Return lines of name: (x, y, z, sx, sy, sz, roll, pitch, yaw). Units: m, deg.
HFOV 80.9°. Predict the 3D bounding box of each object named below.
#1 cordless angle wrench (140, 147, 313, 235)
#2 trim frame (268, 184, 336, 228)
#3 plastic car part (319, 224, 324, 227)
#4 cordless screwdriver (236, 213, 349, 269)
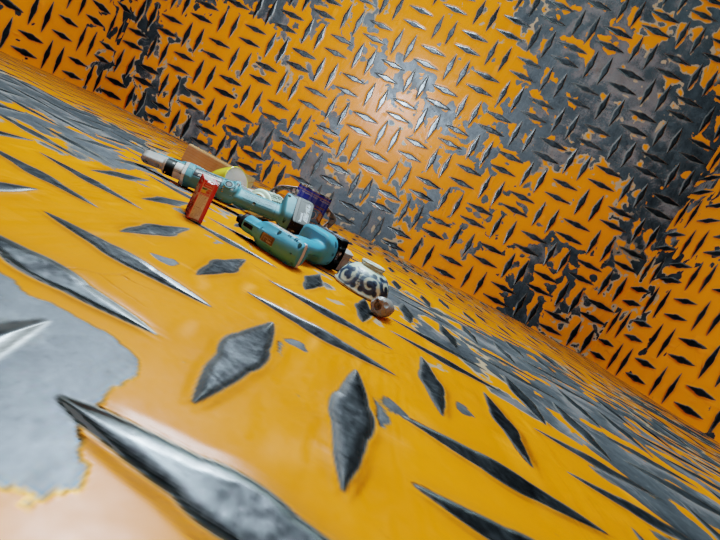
cordless angle wrench: (-0.324, -0.195, 1.032, 0.413, 0.100, 0.074, 21, -37, -12)
trim frame: (-0.184, -0.185, 1.311, 0.192, 0.028, 0.234, -4, -31, 31)
plastic car part: (-0.169, -0.127, 1.281, 0.111, 0.066, 0.074, 29, -9, -26)
cordless screwdriver: (-0.134, -0.064, 0.872, 0.166, 0.074, 0.239, 30, 11, 20)
